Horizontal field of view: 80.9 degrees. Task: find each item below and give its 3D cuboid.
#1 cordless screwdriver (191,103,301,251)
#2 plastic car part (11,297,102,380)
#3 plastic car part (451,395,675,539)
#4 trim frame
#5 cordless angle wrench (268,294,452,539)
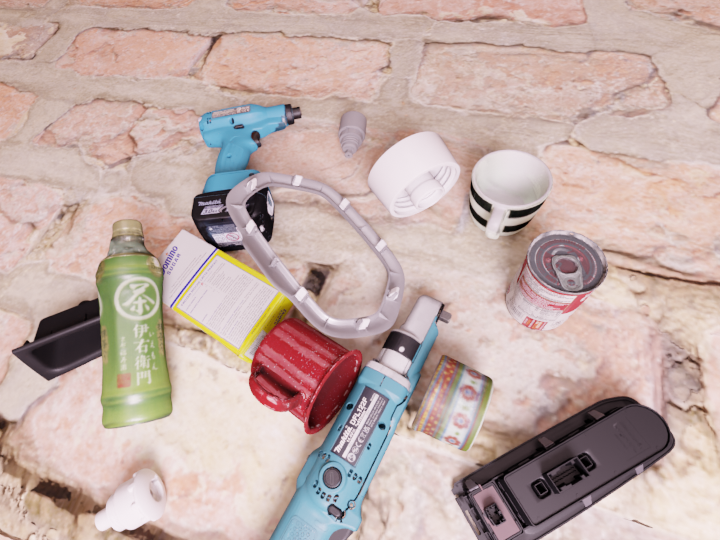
[{"bbox_3d":[-0.156,-0.151,0.606,0.160,0.071,0.258,-11,56,2],"label":"cordless screwdriver"},{"bbox_3d":[-0.345,0.070,0.520,0.115,0.063,0.075,-27,47,-11],"label":"plastic car part"},{"bbox_3d":[0.185,0.170,0.372,0.201,0.064,0.070,-25,54,-9],"label":"plastic car part"},{"bbox_3d":[-0.048,-0.031,0.491,0.178,0.027,0.257,-24,67,-40],"label":"trim frame"},{"bbox_3d":[-0.022,0.195,0.387,0.102,0.071,0.423,23,64,19],"label":"cordless angle wrench"}]
